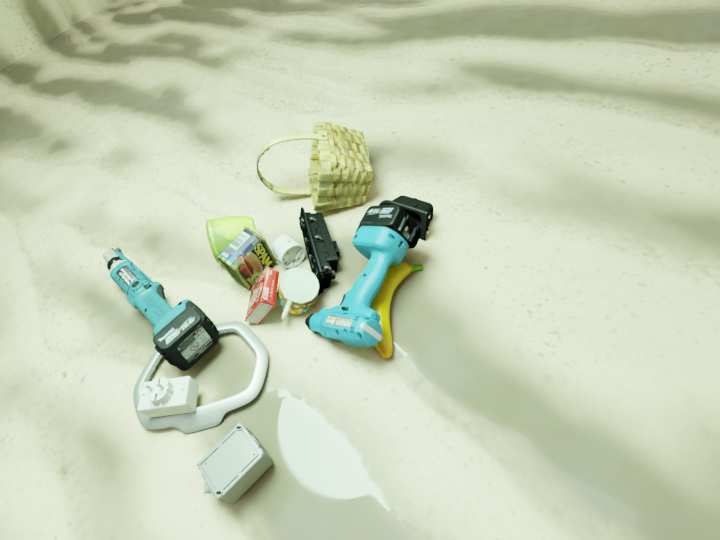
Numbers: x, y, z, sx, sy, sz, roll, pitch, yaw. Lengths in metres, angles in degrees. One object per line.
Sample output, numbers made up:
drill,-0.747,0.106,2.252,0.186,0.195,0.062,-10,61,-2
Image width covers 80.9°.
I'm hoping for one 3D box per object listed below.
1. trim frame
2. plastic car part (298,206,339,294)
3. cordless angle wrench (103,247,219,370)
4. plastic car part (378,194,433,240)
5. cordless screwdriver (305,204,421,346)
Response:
trim frame,-0.279,0.182,0.737,0.249,0.026,0.192,-16,50,0
plastic car part,-0.082,-0.054,0.841,0.066,0.064,0.213,-16,50,-11
cordless angle wrench,-0.434,0.044,0.848,0.448,0.071,0.097,28,61,38
plastic car part,0.098,-0.120,0.849,0.123,0.064,0.069,29,49,34
cordless screwdriver,-0.001,0.007,0.734,0.167,0.070,0.250,-1,58,47
